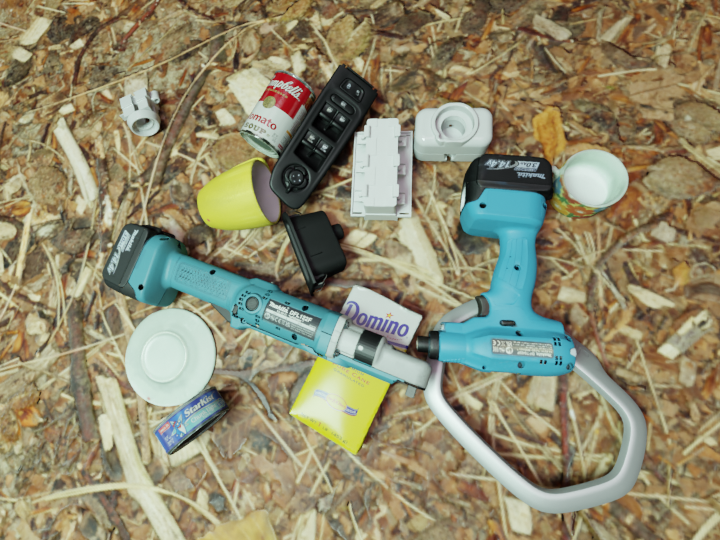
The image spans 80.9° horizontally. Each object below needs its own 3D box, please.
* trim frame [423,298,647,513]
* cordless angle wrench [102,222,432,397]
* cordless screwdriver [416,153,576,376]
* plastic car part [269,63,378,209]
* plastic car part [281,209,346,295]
[{"bbox_3d":[0.188,0.142,0.478,0.258,0.026,0.183,41,81,21],"label":"trim frame"},{"bbox_3d":[-0.123,0.045,0.514,0.438,0.071,0.098,18,82,19],"label":"cordless angle wrench"},{"bbox_3d":[0.148,-0.010,0.494,0.162,0.072,0.252,1,73,8],"label":"cordless screwdriver"},{"bbox_3d":[-0.061,-0.179,0.580,0.063,0.070,0.203,34,79,-25],"label":"plastic car part"},{"bbox_3d":[-0.054,-0.036,0.557,0.070,0.065,0.120,-16,72,-12],"label":"plastic car part"}]
